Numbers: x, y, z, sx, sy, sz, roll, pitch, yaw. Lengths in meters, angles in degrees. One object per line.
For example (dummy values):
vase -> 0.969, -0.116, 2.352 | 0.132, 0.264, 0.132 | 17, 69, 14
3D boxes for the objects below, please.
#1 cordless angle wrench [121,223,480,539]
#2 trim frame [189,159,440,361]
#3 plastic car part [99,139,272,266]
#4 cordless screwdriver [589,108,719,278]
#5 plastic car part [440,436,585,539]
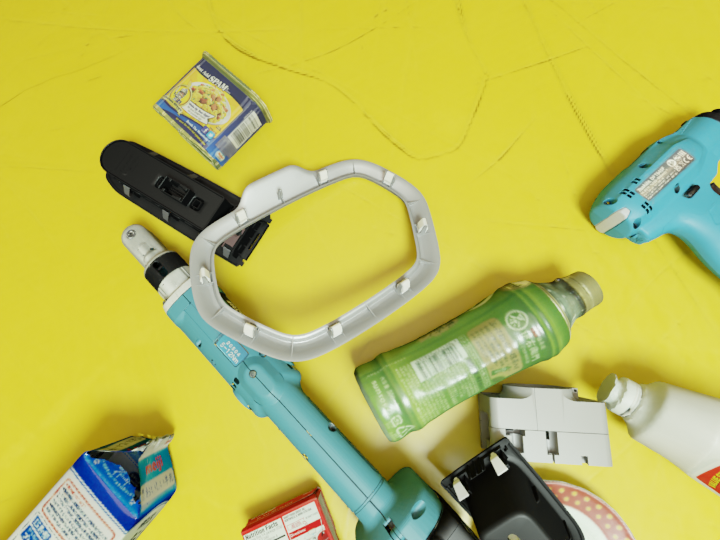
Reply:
cordless angle wrench -> -0.085, 0.097, 0.378 | 0.437, 0.095, 0.074 | 42, 80, 17
trim frame -> -0.039, -0.025, 0.398 | 0.245, 0.027, 0.192 | -31, 64, -17
plastic car part -> -0.199, -0.081, 0.448 | 0.209, 0.065, 0.066 | 30, 88, 14
cordless screwdriver -> 0.357, -0.026, 0.369 | 0.159, 0.072, 0.257 | -42, 73, -5
plastic car part -> 0.124, 0.198, 0.303 | 0.066, 0.070, 0.118 | -42, 86, 12
